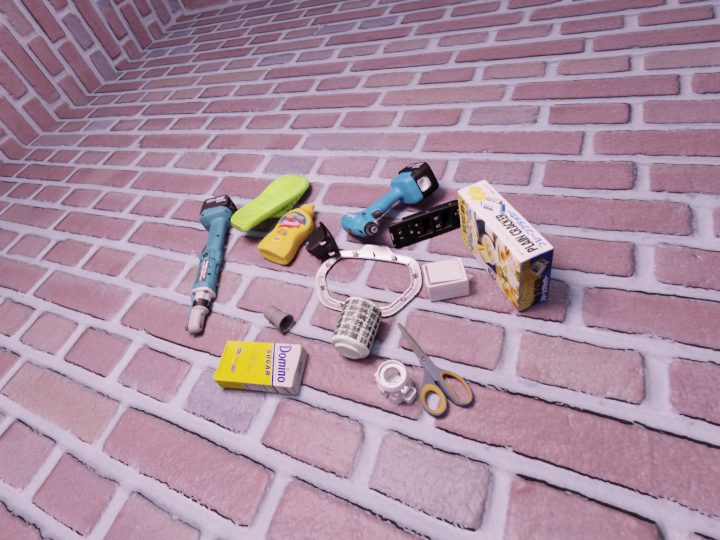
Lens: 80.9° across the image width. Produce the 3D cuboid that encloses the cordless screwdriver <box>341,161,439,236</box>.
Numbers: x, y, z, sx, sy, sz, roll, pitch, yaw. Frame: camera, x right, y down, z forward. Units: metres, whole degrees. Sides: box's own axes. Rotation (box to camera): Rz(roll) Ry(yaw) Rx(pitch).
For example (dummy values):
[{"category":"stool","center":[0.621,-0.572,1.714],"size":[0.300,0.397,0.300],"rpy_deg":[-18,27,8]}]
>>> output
[{"category":"cordless screwdriver","center":[0.078,-0.164,1.016],"size":[0.247,0.072,0.166],"rpy_deg":[-37,22,-10]}]

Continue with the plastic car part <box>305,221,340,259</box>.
[{"category":"plastic car part","center":[-0.102,-0.067,1.042],"size":[0.071,0.063,0.121],"rpy_deg":[-37,28,4]}]

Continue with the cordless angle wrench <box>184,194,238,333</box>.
[{"category":"cordless angle wrench","center":[-0.399,-0.026,1.119],"size":[0.099,0.071,0.437],"rpy_deg":[-13,50,10]}]

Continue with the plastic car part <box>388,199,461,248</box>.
[{"category":"plastic car part","center":[0.166,-0.116,0.989],"size":[0.205,0.064,0.068],"rpy_deg":[-17,23,8]}]

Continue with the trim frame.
[{"category":"trim frame","center":[0.012,0.017,0.952],"size":[0.259,0.026,0.185],"rpy_deg":[5,53,27]}]
